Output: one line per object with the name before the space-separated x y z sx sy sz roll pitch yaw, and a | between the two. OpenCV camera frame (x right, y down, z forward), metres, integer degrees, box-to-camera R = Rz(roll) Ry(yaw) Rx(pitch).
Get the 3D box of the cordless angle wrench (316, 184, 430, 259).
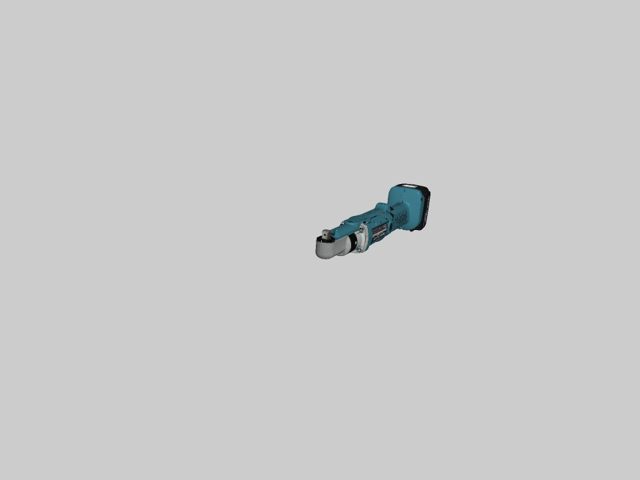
cordless angle wrench | 0.103 -0.030 0.764 0.074 0.098 0.422 13 19 27
